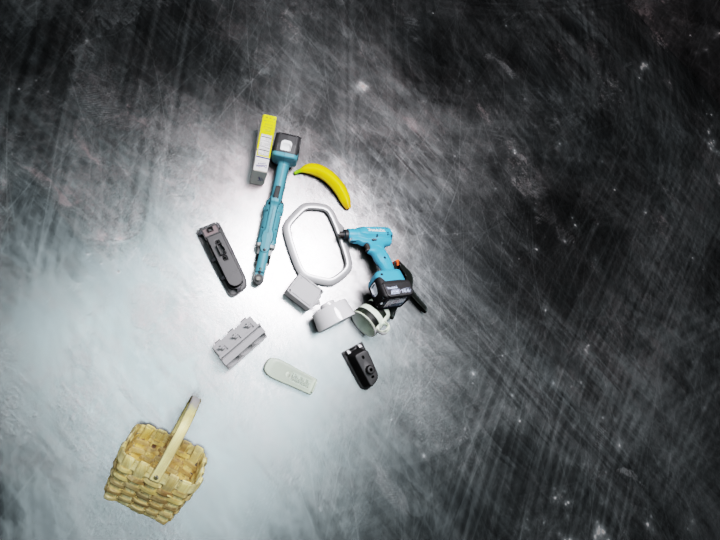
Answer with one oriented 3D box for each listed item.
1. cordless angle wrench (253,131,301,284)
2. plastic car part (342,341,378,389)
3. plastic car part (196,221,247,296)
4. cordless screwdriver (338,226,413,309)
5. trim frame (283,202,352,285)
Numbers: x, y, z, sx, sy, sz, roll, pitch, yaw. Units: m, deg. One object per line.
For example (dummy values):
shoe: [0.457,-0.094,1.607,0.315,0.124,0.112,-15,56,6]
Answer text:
cordless angle wrench: [-0.237,-0.168,1.155,0.074,0.098,0.427,11,77,-8]
plastic car part: [0.012,0.253,1.111,0.065,0.071,0.118,-24,81,-21]
plastic car part: [-0.352,-0.034,1.097,0.064,0.068,0.204,-24,86,-29]
cordless screwdriver: [0.038,-0.018,1.156,0.154,0.074,0.259,-1,54,-22]
trim frame: [-0.117,-0.076,1.192,0.180,0.028,0.253,-18,79,-19]
